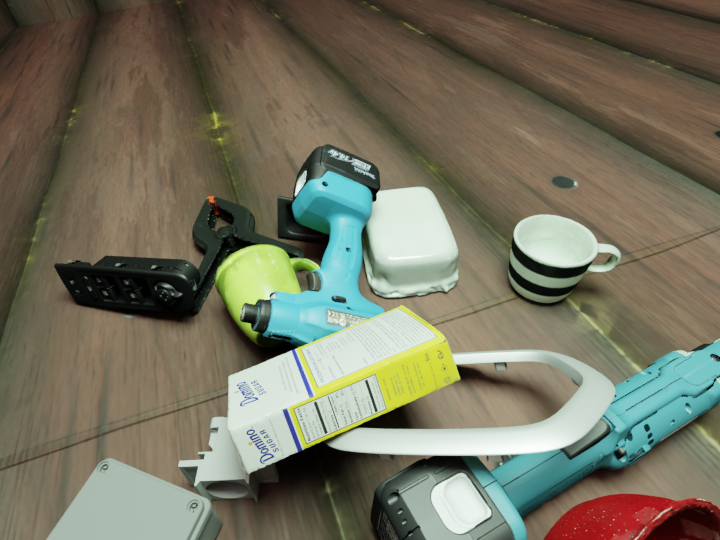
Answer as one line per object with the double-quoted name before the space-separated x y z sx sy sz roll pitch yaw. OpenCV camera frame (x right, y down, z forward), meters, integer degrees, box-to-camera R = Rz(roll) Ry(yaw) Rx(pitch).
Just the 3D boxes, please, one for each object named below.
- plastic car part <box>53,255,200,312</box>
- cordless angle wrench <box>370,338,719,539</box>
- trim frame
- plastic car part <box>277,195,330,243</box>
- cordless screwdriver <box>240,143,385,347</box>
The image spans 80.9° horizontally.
"plastic car part" -0.283 0.013 0.534 0.211 0.064 0.066 5 28 23
"cordless angle wrench" 0.210 0.134 0.358 0.414 0.095 0.078 -19 46 -18
"trim frame" 0.073 0.106 0.364 0.255 0.027 0.181 -11 9 19
"plastic car part" -0.059 -0.083 0.628 0.119 0.064 0.071 9 31 9
"cordless screwdriver" -0.046 -0.030 0.474 0.153 0.075 0.256 13 54 -24
